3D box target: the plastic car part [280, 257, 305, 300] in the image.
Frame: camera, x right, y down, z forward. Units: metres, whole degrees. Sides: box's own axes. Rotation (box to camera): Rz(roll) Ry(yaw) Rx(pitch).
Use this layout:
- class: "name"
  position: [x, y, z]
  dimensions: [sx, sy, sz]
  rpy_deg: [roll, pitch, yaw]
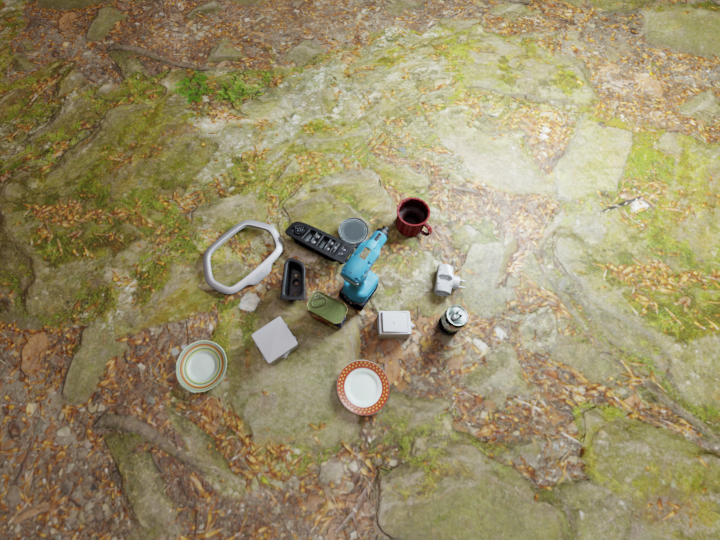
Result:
- class: "plastic car part"
  position: [-0.178, 0.032, 1.146]
  dimensions: [0.066, 0.069, 0.119]
  rpy_deg: [0, 66, 0]

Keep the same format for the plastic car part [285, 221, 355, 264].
- class: "plastic car part"
  position: [-0.117, -0.076, 1.195]
  dimensions: [0.209, 0.065, 0.066]
  rpy_deg: [28, 69, 14]

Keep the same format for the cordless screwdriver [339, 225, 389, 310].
- class: "cordless screwdriver"
  position: [0.013, -0.002, 1.056]
  dimensions: [0.076, 0.243, 0.159]
  rpy_deg: [33, 70, 11]

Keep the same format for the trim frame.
- class: "trim frame"
  position: [-0.338, -0.041, 1.212]
  dimensions: [0.246, 0.027, 0.191]
  rpy_deg: [-43, 70, -15]
